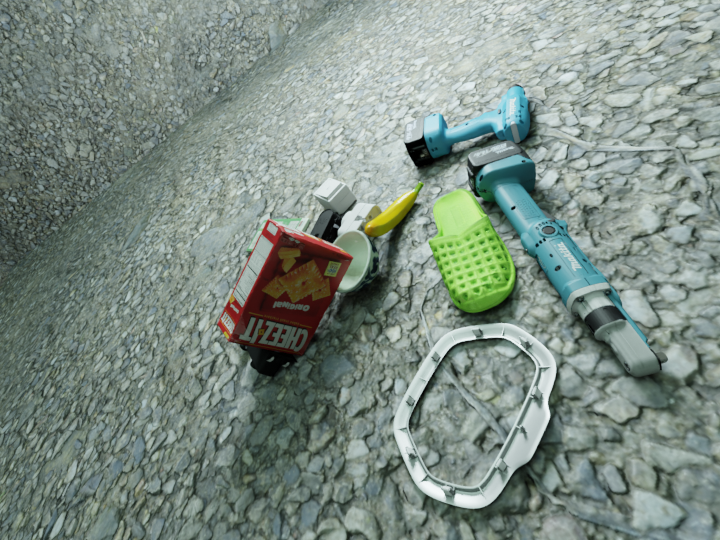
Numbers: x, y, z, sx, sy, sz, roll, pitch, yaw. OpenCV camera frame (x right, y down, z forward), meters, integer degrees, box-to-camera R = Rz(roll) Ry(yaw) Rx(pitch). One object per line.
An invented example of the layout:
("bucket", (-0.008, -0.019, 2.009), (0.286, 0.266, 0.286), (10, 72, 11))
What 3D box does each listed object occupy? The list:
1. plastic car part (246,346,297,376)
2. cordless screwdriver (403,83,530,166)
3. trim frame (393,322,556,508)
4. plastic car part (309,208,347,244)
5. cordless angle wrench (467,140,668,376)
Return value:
("plastic car part", (-0.185, 0.161, 0.817), (0.071, 0.062, 0.123), (-59, 37, 0))
("cordless screwdriver", (0.224, -0.315, 0.902), (0.259, 0.070, 0.161), (-6, 50, 31))
("trim frame", (0.144, 0.173, 0.553), (0.195, 0.026, 0.248), (18, 66, 46))
("plastic car part", (-0.092, -0.060, 0.940), (0.069, 0.064, 0.204), (-8, 47, 44))
("cordless angle wrench", (0.271, -0.042, 0.610), (0.099, 0.071, 0.440), (-19, 46, 5))
